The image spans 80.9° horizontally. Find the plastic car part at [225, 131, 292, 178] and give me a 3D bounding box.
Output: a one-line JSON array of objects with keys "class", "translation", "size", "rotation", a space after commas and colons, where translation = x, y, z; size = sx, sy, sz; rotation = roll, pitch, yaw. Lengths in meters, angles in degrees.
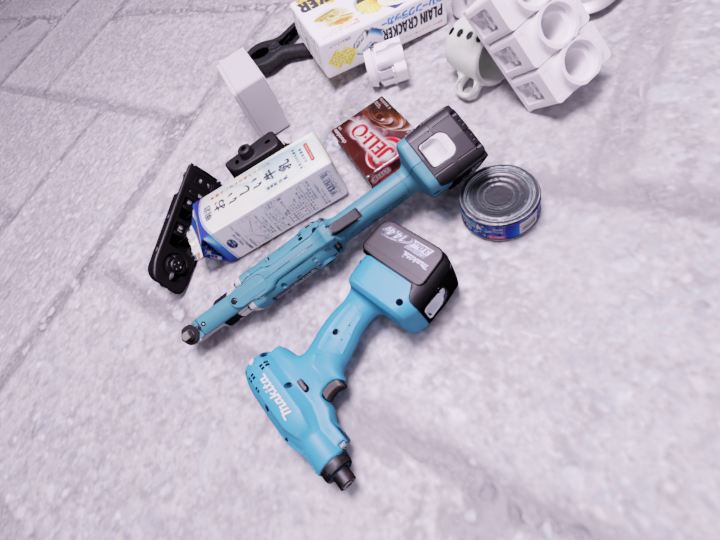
[{"class": "plastic car part", "translation": [-0.155, -0.167, 0.647], "size": [0.117, 0.067, 0.069], "rotation": [-30, 55, 2]}]

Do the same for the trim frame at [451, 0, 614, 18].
[{"class": "trim frame", "translation": [0.262, -0.428, 0.634], "size": [0.261, 0.026, 0.185], "rotation": [17, 70, 29]}]

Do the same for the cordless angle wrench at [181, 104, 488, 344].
[{"class": "cordless angle wrench", "translation": [-0.051, -0.033, 0.518], "size": [0.425, 0.096, 0.075], "rotation": [-35, 85, 8]}]

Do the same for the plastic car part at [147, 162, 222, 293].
[{"class": "plastic car part", "translation": [-0.277, -0.063, 0.648], "size": [0.069, 0.062, 0.207], "rotation": [-12, 59, 28]}]

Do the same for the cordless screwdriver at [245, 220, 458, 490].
[{"class": "cordless screwdriver", "translation": [0.005, 0.080, 0.439], "size": [0.248, 0.070, 0.168], "rotation": [-47, 56, -2]}]
